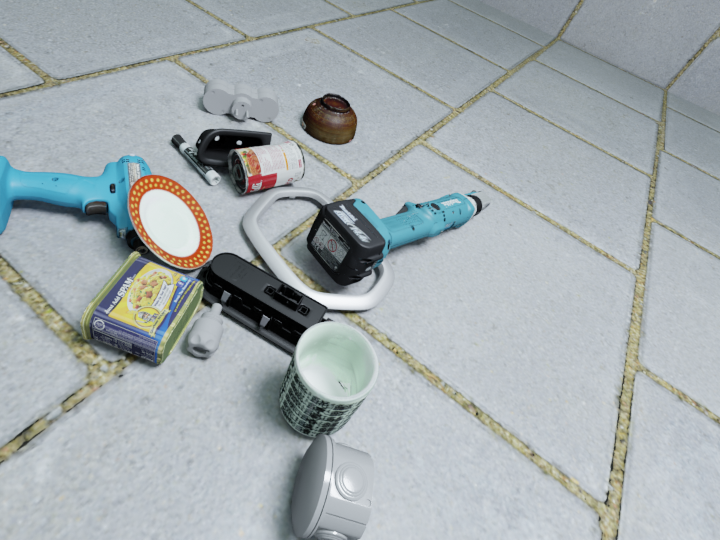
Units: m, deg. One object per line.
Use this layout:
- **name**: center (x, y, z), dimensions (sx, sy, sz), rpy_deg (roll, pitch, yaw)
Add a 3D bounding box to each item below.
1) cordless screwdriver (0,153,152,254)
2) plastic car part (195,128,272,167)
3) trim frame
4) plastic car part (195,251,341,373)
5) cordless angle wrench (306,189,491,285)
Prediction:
- **cordless screwdriver**: center (-0.374, -0.078, 0.503), dimensions (0.239, 0.074, 0.167), rpy_deg (-5, 51, -29)
- **plastic car part**: center (-0.212, -0.203, 0.680), dimensions (0.111, 0.065, 0.075), rpy_deg (-2, 29, -35)
- **trim frame**: center (-0.060, -0.039, 0.611), dimensions (0.179, 0.027, 0.260), rpy_deg (-25, 59, -35)
- **plastic car part**: center (-0.107, 0.039, 0.499), dimensions (0.207, 0.066, 0.066), rpy_deg (27, 52, 9)
- **cordless angle wrench**: center (0.101, -0.082, 0.665), dimensions (0.408, 0.074, 0.102), rpy_deg (-20, 60, -44)
